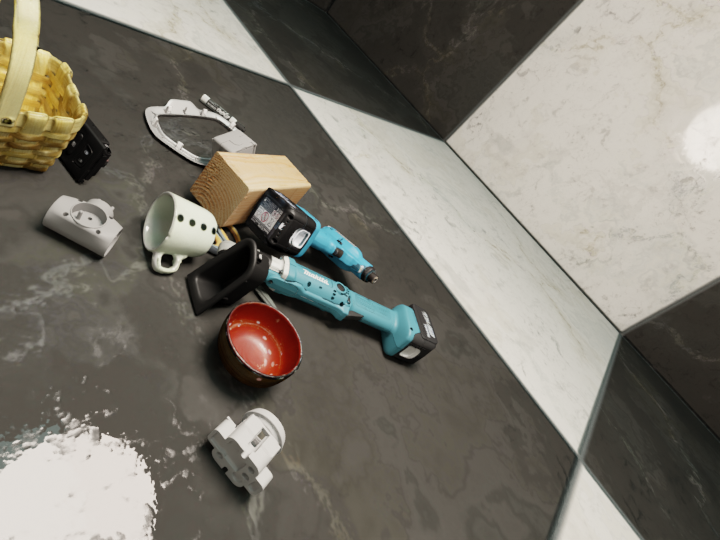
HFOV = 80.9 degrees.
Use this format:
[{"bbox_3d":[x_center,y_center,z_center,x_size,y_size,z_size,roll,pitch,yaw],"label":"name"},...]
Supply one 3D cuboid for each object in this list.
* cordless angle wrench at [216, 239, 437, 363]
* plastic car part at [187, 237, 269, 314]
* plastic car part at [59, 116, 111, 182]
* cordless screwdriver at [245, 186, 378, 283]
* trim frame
[{"bbox_3d":[-0.048,0.047,0.714,0.404,0.075,0.101,27,33,-26],"label":"cordless angle wrench"},{"bbox_3d":[-0.173,0.011,0.592,0.069,0.118,0.067,65,12,26],"label":"plastic car part"},{"bbox_3d":[-0.430,-0.221,0.623,0.206,0.067,0.065,47,20,7],"label":"plastic car part"},{"bbox_3d":[-0.072,-0.047,0.740,0.168,0.074,0.235,40,9,32],"label":"cordless screwdriver"},{"bbox_3d":[-0.321,-0.283,0.870,0.188,0.028,0.241,47,32,10],"label":"trim frame"}]
